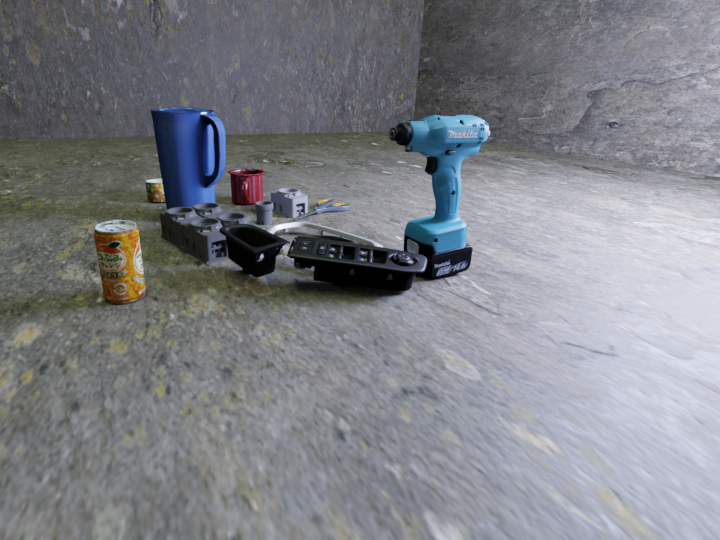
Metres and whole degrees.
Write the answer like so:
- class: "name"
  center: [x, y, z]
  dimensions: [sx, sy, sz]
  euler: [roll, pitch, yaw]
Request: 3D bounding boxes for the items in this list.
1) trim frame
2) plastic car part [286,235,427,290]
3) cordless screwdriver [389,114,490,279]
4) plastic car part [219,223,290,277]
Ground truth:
- class: "trim frame"
  center: [-0.076, -0.050, 0.781]
  dimensions: [0.261, 0.027, 0.179]
  euler: [16, 27, 32]
- class: "plastic car part"
  center: [-0.005, -0.005, 0.627]
  dimensions: [0.205, 0.066, 0.067]
  euler: [4, 22, 6]
- class: "cordless screwdriver"
  center: [0.109, -0.112, 0.658]
  dimensions: [0.154, 0.244, 0.078]
  euler: [-7, 23, -24]
- class: "plastic car part"
  center: [-0.173, -0.027, 0.667]
  dimensions: [0.063, 0.069, 0.123]
  euler: [-18, 29, -42]
